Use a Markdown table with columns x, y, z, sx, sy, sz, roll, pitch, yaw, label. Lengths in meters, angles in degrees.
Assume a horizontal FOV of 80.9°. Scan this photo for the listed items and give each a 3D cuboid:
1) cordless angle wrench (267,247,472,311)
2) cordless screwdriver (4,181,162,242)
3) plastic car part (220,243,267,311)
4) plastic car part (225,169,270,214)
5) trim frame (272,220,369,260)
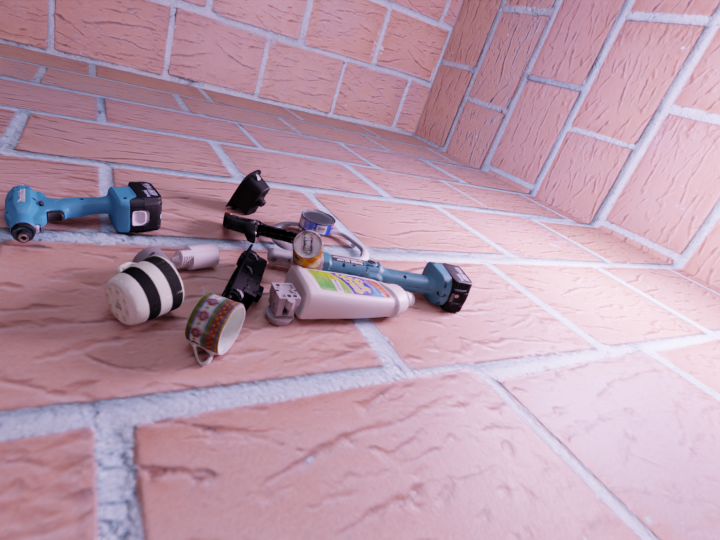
| x | y | z | sx | sy | sz | roll | pitch | yaw | label |
| --- | --- | --- | --- | --- | --- | --- | --- | --- | --- |
| 0.016 | 0.005 | 0.875 | 0.415 | 0.073 | 0.101 | 10 | 26 | -11 | cordless angle wrench |
| -0.491 | -0.103 | 0.766 | 0.238 | 0.073 | 0.168 | -7 | 35 | -35 | cordless screwdriver |
| -0.196 | 0.016 | 0.723 | 0.065 | 0.066 | 0.209 | 22 | 23 | -17 | plastic car part |
| -0.265 | -0.180 | 1.034 | 0.072 | 0.118 | 0.064 | 49 | 30 | 6 | plastic car part |
| -0.097 | -0.063 | 0.988 | 0.241 | 0.027 | 0.191 | 11 | 25 | -17 | trim frame |
